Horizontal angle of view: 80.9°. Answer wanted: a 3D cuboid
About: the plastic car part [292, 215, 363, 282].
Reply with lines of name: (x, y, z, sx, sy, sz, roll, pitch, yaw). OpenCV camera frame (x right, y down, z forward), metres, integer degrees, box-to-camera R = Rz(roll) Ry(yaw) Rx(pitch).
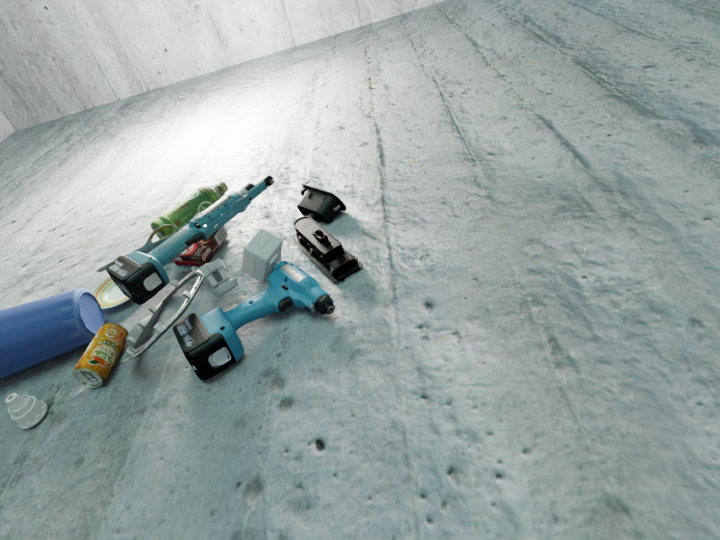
plastic car part: (-0.082, -0.053, 0.836, 0.066, 0.064, 0.215, -37, 39, -11)

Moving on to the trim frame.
trim frame: (-0.357, 0.068, 0.777, 0.186, 0.026, 0.255, -36, 26, 17)

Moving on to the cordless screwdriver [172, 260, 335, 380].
cordless screwdriver: (-0.173, 0.083, 0.706, 0.244, 0.071, 0.169, -35, 41, -23)

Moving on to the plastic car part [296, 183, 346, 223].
plastic car part: (-0.098, -0.141, 0.949, 0.123, 0.062, 0.071, 26, 71, 38)

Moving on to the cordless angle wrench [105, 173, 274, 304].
cordless angle wrench: (-0.347, -0.098, 0.935, 0.103, 0.071, 0.419, 19, 52, 33)
